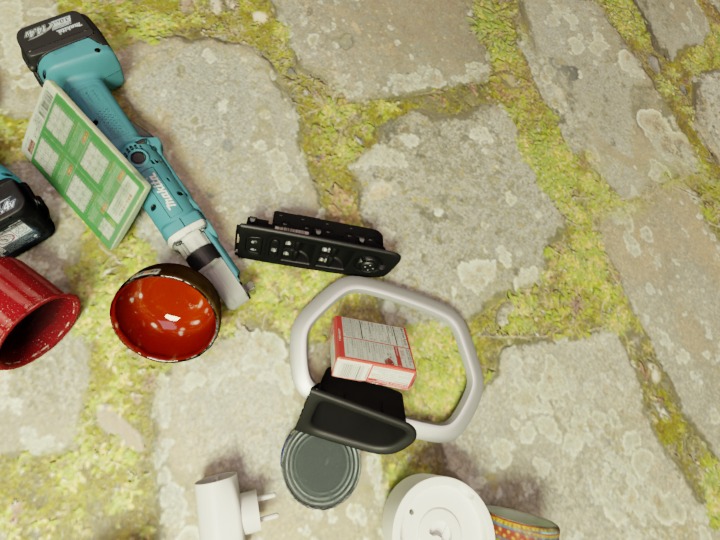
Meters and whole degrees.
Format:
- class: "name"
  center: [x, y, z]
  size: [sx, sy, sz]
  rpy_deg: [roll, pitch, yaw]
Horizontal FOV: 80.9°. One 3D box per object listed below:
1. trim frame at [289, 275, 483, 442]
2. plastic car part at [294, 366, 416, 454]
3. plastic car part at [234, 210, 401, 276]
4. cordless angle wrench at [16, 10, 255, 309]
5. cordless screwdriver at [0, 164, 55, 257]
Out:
- class: "trim frame"
  center: [0.034, 0.108, 0.515]
  size: [0.246, 0.027, 0.186]
  rpy_deg: [18, 68, -6]
- class: "plastic car part"
  center: [-0.003, 0.143, 0.453]
  size: [0.115, 0.065, 0.072]
  rpy_deg: [17, 32, -6]
- class: "plastic car part"
  center: [-0.052, -0.034, 0.534]
  size: [0.201, 0.065, 0.069]
  rpy_deg: [13, 45, -5]
- class: "cordless angle wrench"
  center: [-0.268, -0.129, 0.521]
  size: [0.096, 0.074, 0.429]
  rpy_deg: [-34, 82, -19]
- class: "cordless screwdriver"
  center: [-0.473, -0.115, 0.478]
  size: [0.157, 0.073, 0.255]
  rpy_deg: [-32, 76, -19]
